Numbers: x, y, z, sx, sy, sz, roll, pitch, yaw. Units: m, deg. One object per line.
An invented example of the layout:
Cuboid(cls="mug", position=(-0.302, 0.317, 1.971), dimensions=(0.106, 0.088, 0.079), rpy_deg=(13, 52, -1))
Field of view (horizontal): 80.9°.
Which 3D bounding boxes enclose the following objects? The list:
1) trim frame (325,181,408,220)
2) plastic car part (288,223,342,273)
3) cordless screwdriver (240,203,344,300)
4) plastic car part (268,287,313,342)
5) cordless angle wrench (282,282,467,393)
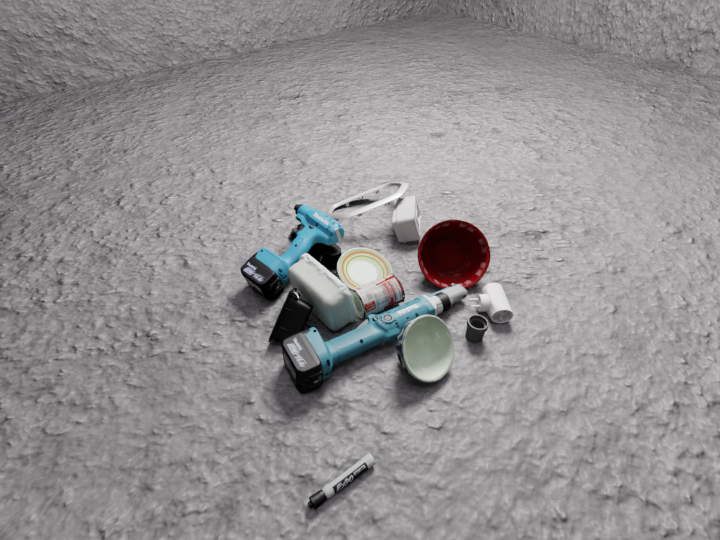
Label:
Cuboid(cls="trim frame", position=(0.016, -0.191, 1.168), dimensions=(0.249, 0.026, 0.190), rpy_deg=(-24, 25, 0))
Cuboid(cls="plastic car part", position=(-0.105, -0.069, 1.072), dimensions=(0.064, 0.065, 0.214), rpy_deg=(-22, 47, -31))
Cuboid(cls="cordless screwdriver", position=(-0.175, -0.057, 1.006), dimensions=(0.247, 0.071, 0.168), rpy_deg=(-43, 56, -17))
Cuboid(cls="plastic car part", position=(-0.134, 0.103, 0.866), dimensions=(0.072, 0.116, 0.065), rpy_deg=(21, 2, 5))
Cuboid(cls="cordless angle wrench", position=(0.050, 0.113, 0.856), dimensions=(0.413, 0.072, 0.103), rpy_deg=(-21, 46, -21))
